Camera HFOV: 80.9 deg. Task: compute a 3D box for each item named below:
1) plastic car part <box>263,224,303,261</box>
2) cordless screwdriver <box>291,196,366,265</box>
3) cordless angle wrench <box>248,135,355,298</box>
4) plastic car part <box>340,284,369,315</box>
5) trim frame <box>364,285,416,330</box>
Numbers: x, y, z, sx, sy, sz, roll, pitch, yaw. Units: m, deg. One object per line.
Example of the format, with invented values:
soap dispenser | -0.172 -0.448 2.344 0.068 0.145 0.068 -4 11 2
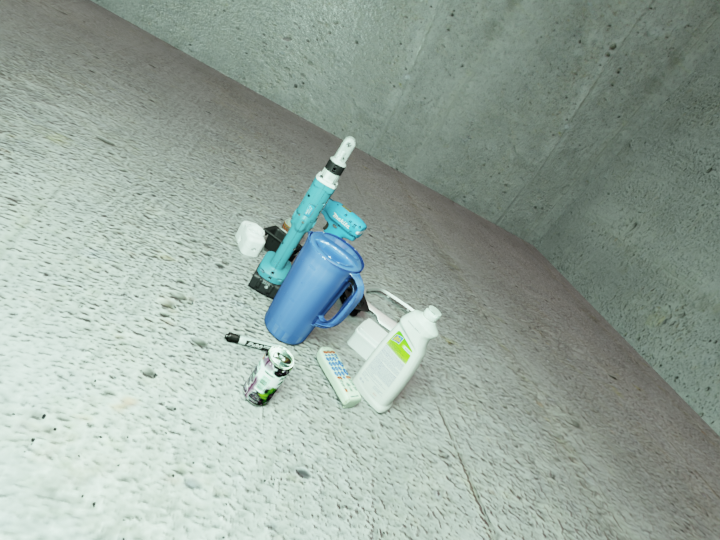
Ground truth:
plastic car part | -0.223 -0.065 1.180 0.120 0.071 0.064 39 25 13
cordless screwdriver | -0.109 -0.071 1.112 0.164 0.249 0.072 41 25 15
cordless angle wrench | -0.129 -0.118 0.964 0.073 0.423 0.099 31 25 -10
plastic car part | -0.039 0.051 1.187 0.063 0.067 0.213 16 29 -34
trim frame | 0.101 0.125 1.262 0.252 0.027 0.182 35 24 5
